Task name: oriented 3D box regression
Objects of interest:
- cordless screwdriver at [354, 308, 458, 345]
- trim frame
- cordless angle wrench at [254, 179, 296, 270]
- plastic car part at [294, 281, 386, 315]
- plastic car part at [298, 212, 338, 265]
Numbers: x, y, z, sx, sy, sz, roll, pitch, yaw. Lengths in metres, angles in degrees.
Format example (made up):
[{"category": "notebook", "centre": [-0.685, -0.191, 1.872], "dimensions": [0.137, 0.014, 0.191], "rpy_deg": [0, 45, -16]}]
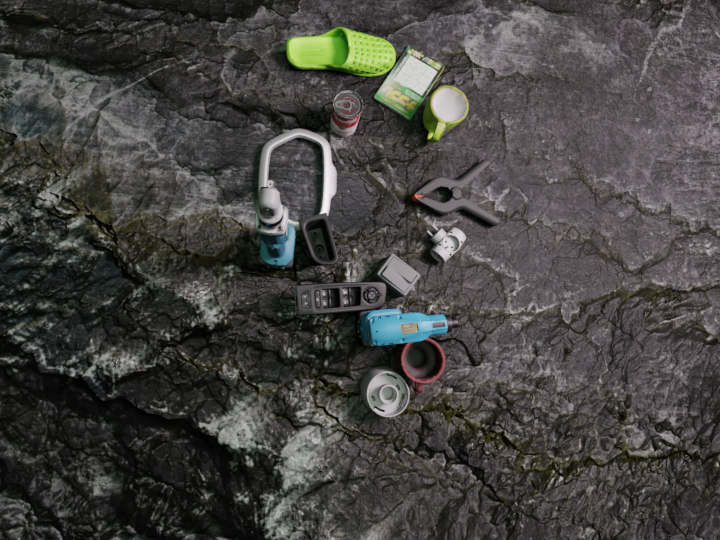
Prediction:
[{"category": "cordless screwdriver", "centre": [0.076, 0.111, 0.837], "dimensions": [0.158, 0.249, 0.075], "rpy_deg": [-5, 84, -8]}, {"category": "trim frame", "centre": [-0.147, -0.215, 0.994], "dimensions": [0.183, 0.027, 0.251], "rpy_deg": [1, 80, -3]}, {"category": "cordless angle wrench", "centre": [-0.156, -0.071, 0.767], "dimensions": [0.074, 0.423, 0.099], "rpy_deg": [6, 82, -8]}, {"category": "plastic car part", "centre": [-0.043, 0.060, 0.931], "dimensions": [0.201, 0.067, 0.067], "rpy_deg": [-4, 82, -5]}, {"category": "plastic car part", "centre": [-0.093, -0.061, 0.948], "dimensions": [0.065, 0.071, 0.118], "rpy_deg": [-16, 82, -9]}]
